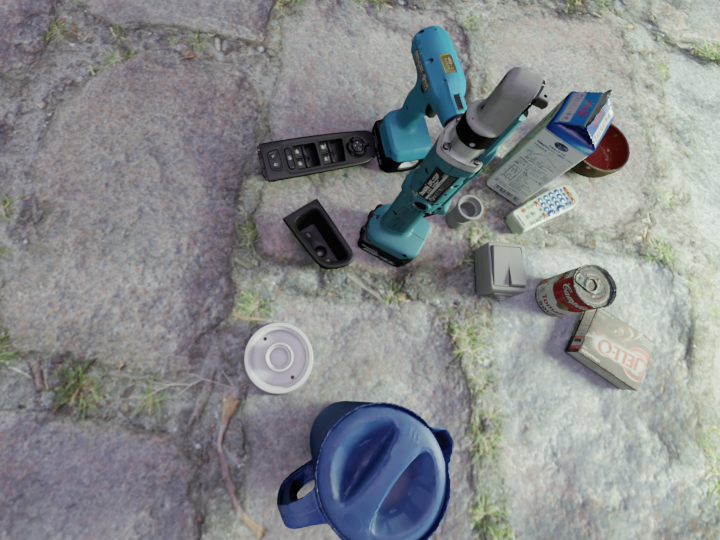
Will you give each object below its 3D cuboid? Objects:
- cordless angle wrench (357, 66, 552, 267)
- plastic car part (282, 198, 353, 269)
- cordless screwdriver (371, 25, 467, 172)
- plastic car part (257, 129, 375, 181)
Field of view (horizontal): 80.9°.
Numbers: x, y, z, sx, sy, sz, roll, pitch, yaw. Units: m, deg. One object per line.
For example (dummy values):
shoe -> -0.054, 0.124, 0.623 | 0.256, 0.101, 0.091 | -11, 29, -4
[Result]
cordless angle wrench -> 0.085, -0.100, 0.525 | 0.098, 0.422, 0.074 | 30, 73, -3
plastic car part -> -0.066, -0.043, 0.674 | 0.065, 0.070, 0.119 | -33, 81, -16
cordless screwdriver -> 0.091, -0.224, 0.654 | 0.073, 0.248, 0.162 | -10, 77, -13
plastic car part -> -0.070, -0.190, 0.721 | 0.200, 0.067, 0.068 | -14, 77, -11
